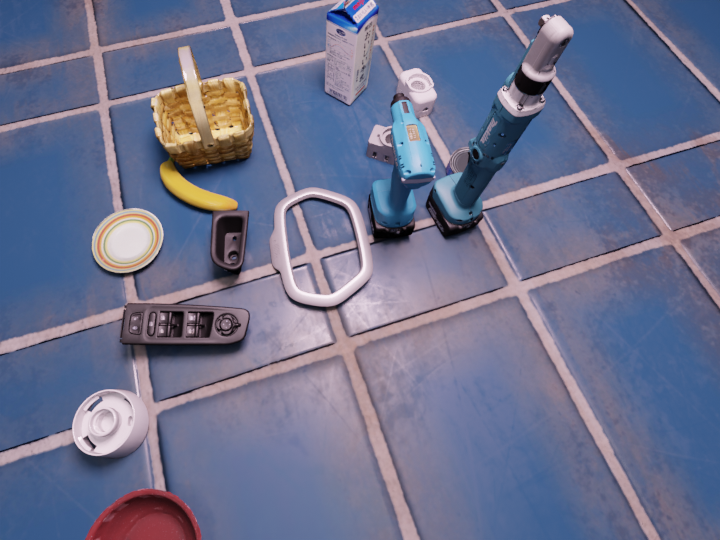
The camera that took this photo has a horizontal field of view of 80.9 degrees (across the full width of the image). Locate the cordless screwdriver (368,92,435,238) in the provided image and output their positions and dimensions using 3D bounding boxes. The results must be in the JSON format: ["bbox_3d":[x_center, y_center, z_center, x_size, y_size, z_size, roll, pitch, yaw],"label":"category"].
[{"bbox_3d":[0.062,-0.165,0.723,0.074,0.244,0.163,-5,68,-8],"label":"cordless screwdriver"}]

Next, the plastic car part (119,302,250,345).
[{"bbox_3d":[-0.284,0.094,0.702,0.203,0.065,0.068,0,67,-1],"label":"plastic car part"}]

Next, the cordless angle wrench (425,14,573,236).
[{"bbox_3d":[0.195,-0.184,0.639,0.073,0.415,0.101,-20,72,-13],"label":"cordless angle wrench"}]

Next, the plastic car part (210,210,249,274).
[{"bbox_3d":[-0.232,-0.043,0.761,0.066,0.069,0.119,-2,67,-4],"label":"plastic car part"}]

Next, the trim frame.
[{"bbox_3d":[-0.077,-0.050,0.789,0.183,0.027,0.256,-11,66,-5],"label":"trim frame"}]
